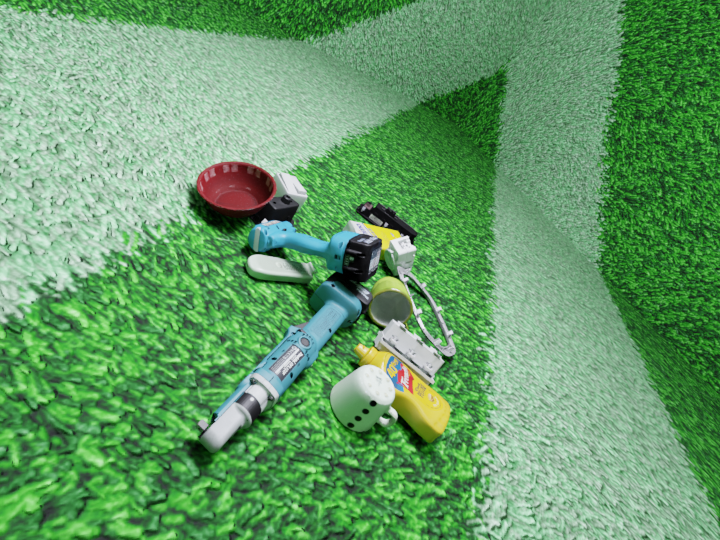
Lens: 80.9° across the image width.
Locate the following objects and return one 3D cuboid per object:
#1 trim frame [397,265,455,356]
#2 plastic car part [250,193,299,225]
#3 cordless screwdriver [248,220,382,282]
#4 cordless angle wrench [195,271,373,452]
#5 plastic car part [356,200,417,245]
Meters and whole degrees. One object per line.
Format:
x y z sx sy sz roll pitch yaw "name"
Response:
0.152 0.088 0.973 0.174 0.028 0.259 35 27 -36 "trim frame"
-0.183 -0.137 0.942 0.068 0.071 0.112 48 35 15 "plastic car part"
-0.083 -0.054 0.847 0.257 0.073 0.156 14 17 16 "cordless screwdriver"
-0.101 0.126 0.671 0.099 0.074 0.417 40 33 3 "cordless angle wrench"
0.087 -0.140 1.231 0.204 0.067 0.066 41 24 1 "plastic car part"
